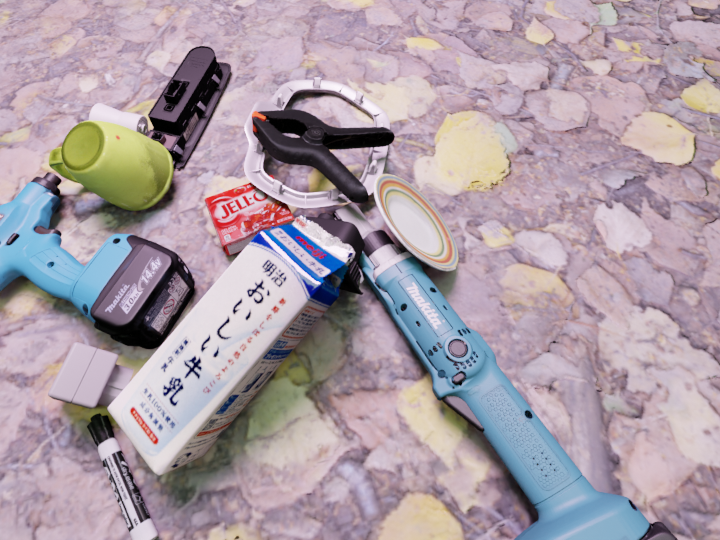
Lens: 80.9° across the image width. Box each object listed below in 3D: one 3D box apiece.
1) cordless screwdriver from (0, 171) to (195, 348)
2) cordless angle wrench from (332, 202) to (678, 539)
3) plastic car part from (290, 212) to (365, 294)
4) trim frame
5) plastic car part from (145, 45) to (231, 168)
[{"bbox_3d":[-0.301,-0.021,0.459,0.254,0.072,0.161,15,63,12],"label":"cordless screwdriver"},{"bbox_3d":[0.089,0.084,0.398,0.097,0.071,0.443,-30,60,-7],"label":"cordless angle wrench"},{"bbox_3d":[-0.044,-0.029,0.450,0.123,0.062,0.071,16,61,33],"label":"plastic car part"},{"bbox_3d":[-0.055,-0.177,0.550,0.185,0.027,0.253,12,57,1],"label":"trim frame"},{"bbox_3d":[-0.242,-0.238,0.583,0.068,0.065,0.206,10,60,10],"label":"plastic car part"}]
